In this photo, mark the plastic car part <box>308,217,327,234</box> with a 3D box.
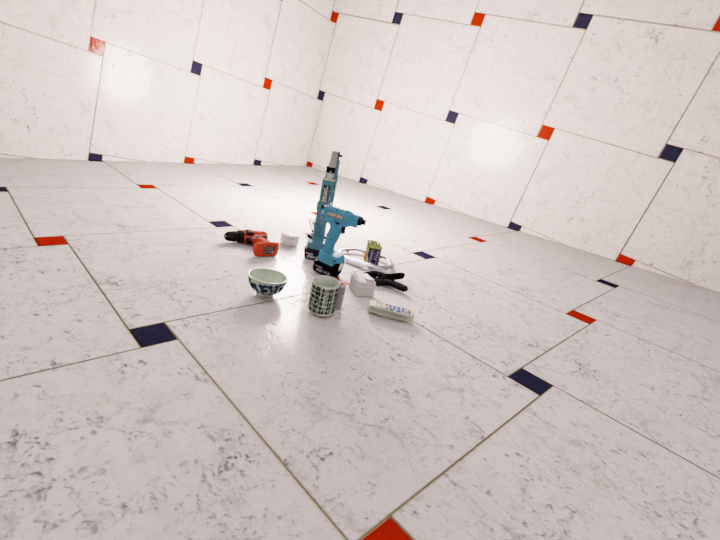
[{"bbox_3d":[-0.198,-0.183,1.928,0.065,0.066,0.211,6,20,-17],"label":"plastic car part"}]

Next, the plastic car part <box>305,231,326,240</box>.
[{"bbox_3d":[-0.170,-0.111,1.743,0.123,0.070,0.063,27,24,38],"label":"plastic car part"}]

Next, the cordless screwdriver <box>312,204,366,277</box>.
[{"bbox_3d":[-0.076,-0.096,1.492,0.166,0.245,0.072,19,19,21],"label":"cordless screwdriver"}]

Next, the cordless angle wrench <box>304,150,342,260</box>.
[{"bbox_3d":[-0.134,-0.243,1.610,0.099,0.417,0.074,15,18,7],"label":"cordless angle wrench"}]

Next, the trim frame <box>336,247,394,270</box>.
[{"bbox_3d":[0.018,-0.048,1.728,0.259,0.027,0.179,19,21,22],"label":"trim frame"}]
